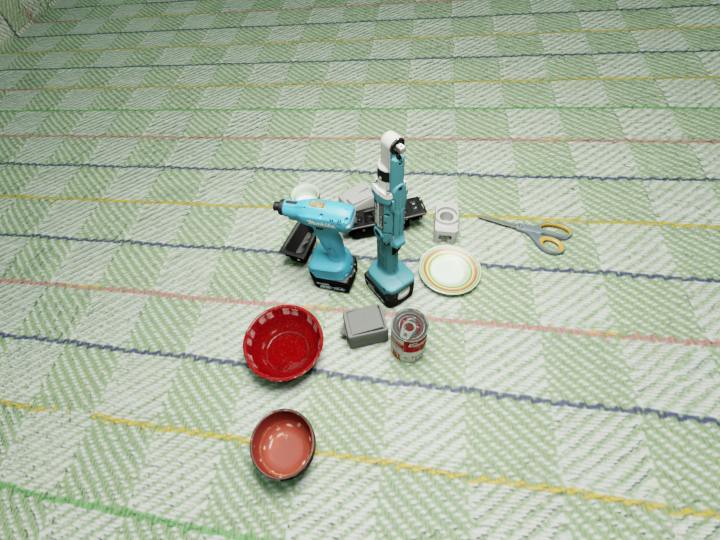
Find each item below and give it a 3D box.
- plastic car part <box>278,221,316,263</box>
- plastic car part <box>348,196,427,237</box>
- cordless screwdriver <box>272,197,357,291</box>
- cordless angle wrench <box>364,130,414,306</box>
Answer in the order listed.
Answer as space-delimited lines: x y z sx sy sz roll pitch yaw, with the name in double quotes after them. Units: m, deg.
-0.133 -0.063 0.995 0.068 0.068 0.117 16 58 16 "plastic car part"
0.050 -0.121 1.011 0.203 0.064 0.069 -10 54 1 "plastic car part"
-0.086 -0.056 0.876 0.163 0.239 0.075 12 57 13 "cordless screwdriver"
0.053 -0.078 0.768 0.073 0.407 0.103 -30 58 -17 "cordless angle wrench"
